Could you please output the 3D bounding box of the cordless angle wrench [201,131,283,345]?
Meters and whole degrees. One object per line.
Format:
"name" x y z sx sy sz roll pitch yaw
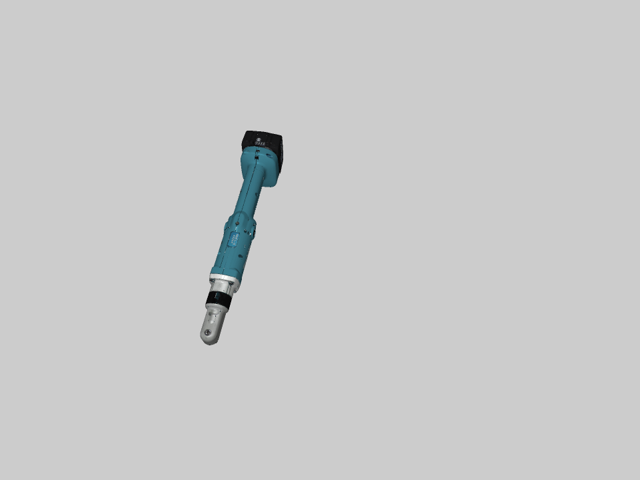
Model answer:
"cordless angle wrench" -0.147 -0.018 0.776 0.074 0.421 0.098 9 -29 3
